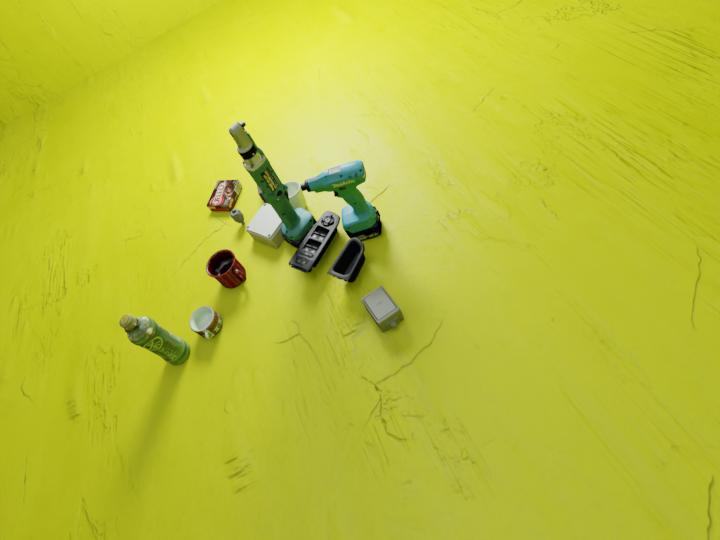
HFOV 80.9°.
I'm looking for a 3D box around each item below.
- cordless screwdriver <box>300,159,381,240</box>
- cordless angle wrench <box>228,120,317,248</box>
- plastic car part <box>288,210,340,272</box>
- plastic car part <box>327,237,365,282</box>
[{"bbox_3d":[-0.041,-0.169,1.081,0.162,0.236,0.077,-13,55,12],"label":"cordless screwdriver"},{"bbox_3d":[-0.220,-0.205,1.073,0.078,0.402,0.097,32,72,33],"label":"cordless angle wrench"},{"bbox_3d":[-0.113,-0.074,1.157,0.069,0.064,0.203,15,65,28],"label":"plastic car part"},{"bbox_3d":[-0.021,-0.016,1.079,0.069,0.067,0.116,20,67,30],"label":"plastic car part"}]
